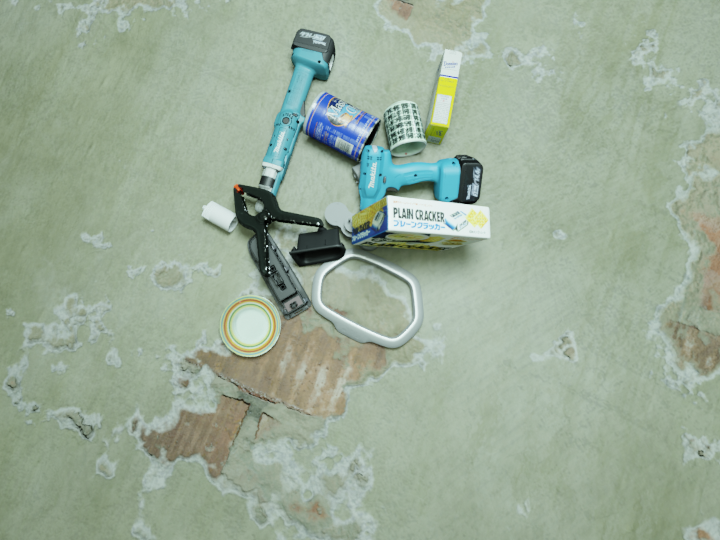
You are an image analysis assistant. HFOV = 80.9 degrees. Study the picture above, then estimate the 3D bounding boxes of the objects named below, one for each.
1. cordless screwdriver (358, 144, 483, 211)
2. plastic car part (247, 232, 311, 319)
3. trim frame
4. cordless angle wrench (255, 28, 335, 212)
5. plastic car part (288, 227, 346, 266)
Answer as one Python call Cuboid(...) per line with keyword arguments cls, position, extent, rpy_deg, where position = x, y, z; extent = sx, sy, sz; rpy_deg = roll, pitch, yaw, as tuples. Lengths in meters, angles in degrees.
Cuboid(cls="cordless screwdriver", position=(0.120, -0.176, 0.898), extent=(0.249, 0.076, 0.156), rpy_deg=(5, 114, 0))
Cuboid(cls="plastic car part", position=(-0.186, 0.003, 0.910), extent=(0.066, 0.065, 0.207), rpy_deg=(-32, 78, 4))
Cuboid(cls="trim frame", position=(0.015, 0.059, 0.902), extent=(0.251, 0.027, 0.184), rpy_deg=(25, 83, 6))
Cuboid(cls="cordless angle wrench", position=(-0.162, -0.330, 0.957), extent=(0.099, 0.073, 0.424), rpy_deg=(17, 85, 5))
Cuboid(cls="plastic car part", position=(-0.089, -0.058, 0.907), extent=(0.118, 0.063, 0.073), rpy_deg=(-12, 61, 12))
